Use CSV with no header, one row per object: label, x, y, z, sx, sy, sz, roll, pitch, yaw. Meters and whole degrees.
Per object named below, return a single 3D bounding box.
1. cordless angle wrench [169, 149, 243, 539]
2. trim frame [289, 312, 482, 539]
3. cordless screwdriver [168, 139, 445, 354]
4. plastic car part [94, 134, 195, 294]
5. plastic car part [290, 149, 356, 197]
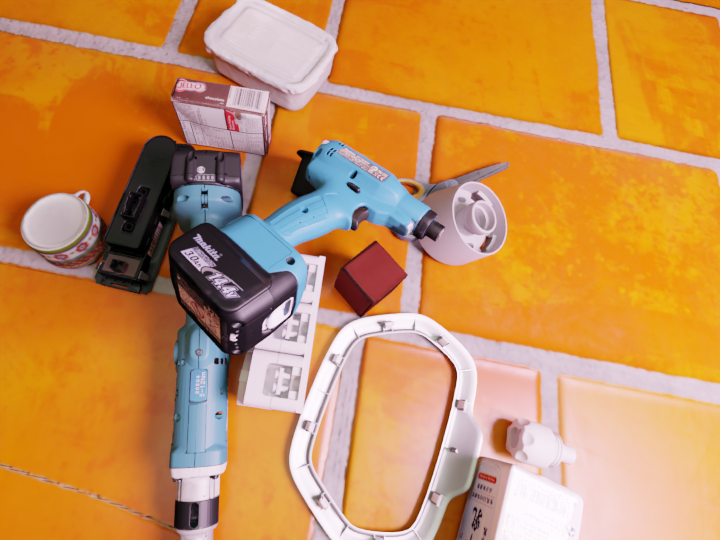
cordless angle wrench,-0.160,0.081,0.431,0.073,0.098,0.431,-1,72,-12
trim frame,0.033,0.161,0.447,0.185,0.027,0.250,23,67,3
cordless screwdriver,-0.038,-0.025,0.393,0.164,0.073,0.245,34,53,16
plastic car part,-0.256,-0.080,0.502,0.067,0.065,0.206,9,66,3
plastic car part,-0.035,-0.099,0.524,0.121,0.063,0.071,18,82,19
